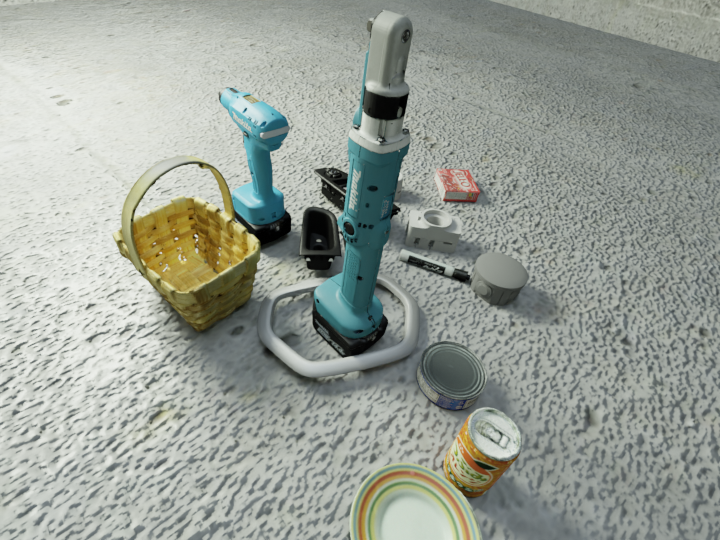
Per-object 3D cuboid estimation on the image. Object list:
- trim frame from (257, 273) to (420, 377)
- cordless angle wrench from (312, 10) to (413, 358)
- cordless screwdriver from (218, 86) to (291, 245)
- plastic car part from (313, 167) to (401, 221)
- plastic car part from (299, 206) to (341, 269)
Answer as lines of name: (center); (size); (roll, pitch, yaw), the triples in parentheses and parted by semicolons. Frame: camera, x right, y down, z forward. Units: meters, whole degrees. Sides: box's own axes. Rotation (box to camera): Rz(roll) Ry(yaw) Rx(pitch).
trim frame: (-0.028, 0.069, 0.624); (0.243, 0.027, 0.193); (-12, 46, -16)
cordless angle wrench: (0.005, -0.057, 0.480); (0.072, 0.412, 0.103); (-28, 55, -33)
cordless screwdriver: (-0.183, -0.173, 0.709); (0.072, 0.242, 0.168); (-26, 53, -31)
plastic car part: (-0.016, -0.141, 0.816); (0.064, 0.065, 0.214); (-24, 51, -29)
plastic car part: (-0.069, -0.045, 0.710); (0.065, 0.069, 0.120); (1, 44, -6)
